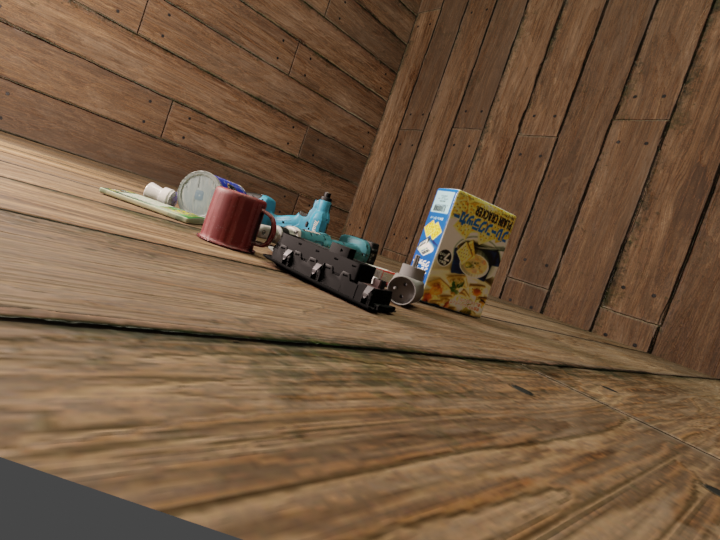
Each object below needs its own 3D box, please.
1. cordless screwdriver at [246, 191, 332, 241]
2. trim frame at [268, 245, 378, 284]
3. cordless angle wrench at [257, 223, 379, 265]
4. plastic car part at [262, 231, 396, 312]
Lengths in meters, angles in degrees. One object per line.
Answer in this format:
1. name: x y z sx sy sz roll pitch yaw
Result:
1. cordless screwdriver: -0.202 -0.158 1.132 0.255 0.159 0.072 18 3 14
2. trim frame: -0.057 -0.007 0.722 0.175 0.027 0.261 18 3 -31
3. cordless angle wrench: -0.099 -0.065 1.014 0.103 0.074 0.402 21 7 34
4. plastic car part: -0.047 -0.006 0.551 0.214 0.067 0.063 18 10 35
